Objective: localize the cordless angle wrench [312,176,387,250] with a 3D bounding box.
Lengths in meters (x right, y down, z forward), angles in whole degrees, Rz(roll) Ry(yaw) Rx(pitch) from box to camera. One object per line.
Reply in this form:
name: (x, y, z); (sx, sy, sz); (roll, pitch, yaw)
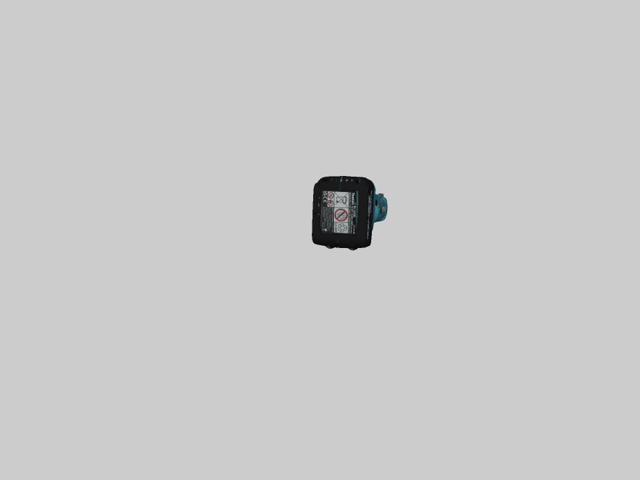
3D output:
cordless angle wrench: (0.079, -0.054, 0.740); (0.074, 0.098, 0.422); (4, 7, 15)
